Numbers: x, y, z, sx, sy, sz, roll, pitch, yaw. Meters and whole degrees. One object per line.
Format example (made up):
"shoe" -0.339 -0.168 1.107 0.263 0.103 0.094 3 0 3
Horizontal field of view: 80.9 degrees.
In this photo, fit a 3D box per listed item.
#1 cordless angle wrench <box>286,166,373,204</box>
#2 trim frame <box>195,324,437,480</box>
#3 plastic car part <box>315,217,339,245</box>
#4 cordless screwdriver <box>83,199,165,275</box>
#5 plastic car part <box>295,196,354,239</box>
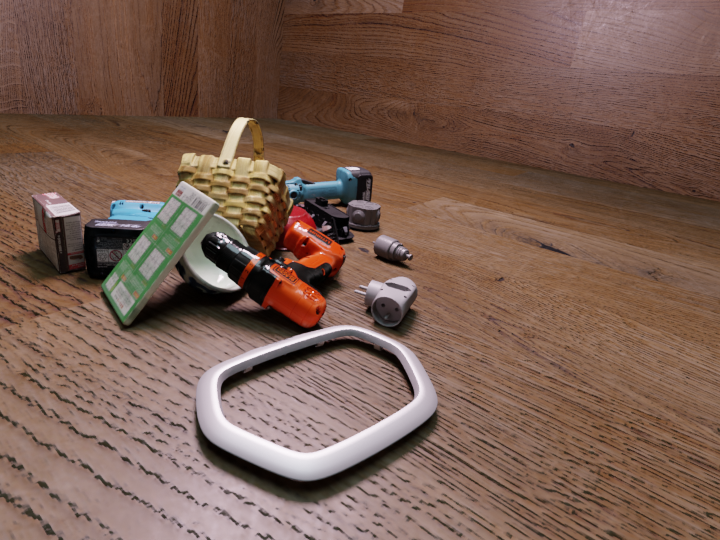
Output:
"cordless angle wrench" -0.171 -0.194 1.038 0.410 0.096 0.078 -9 27 -24
"trim frame" -0.038 0.113 0.421 0.239 0.027 0.195 -15 32 -38
"plastic car part" -0.072 -0.047 0.732 0.070 0.066 0.117 -9 -1 -6
"cordless screwdriver" -0.351 -0.068 0.703 0.155 0.073 0.259 0 20 -17
"plastic car part" -0.076 -0.118 0.911 0.063 0.066 0.215 2 24 -34
